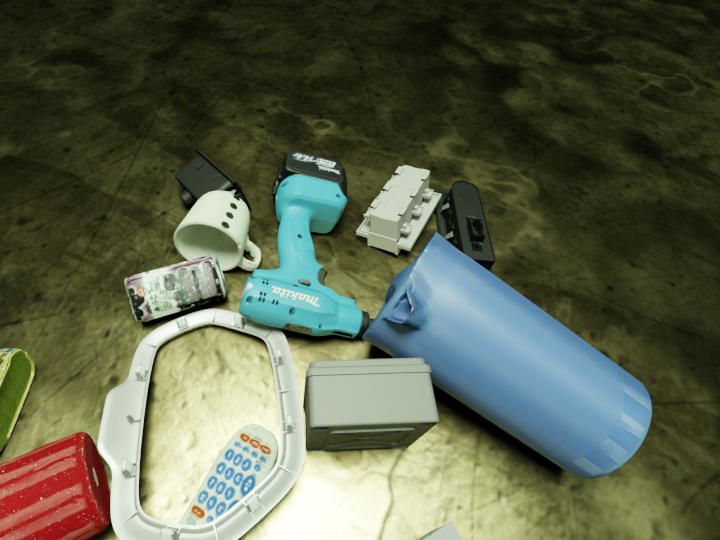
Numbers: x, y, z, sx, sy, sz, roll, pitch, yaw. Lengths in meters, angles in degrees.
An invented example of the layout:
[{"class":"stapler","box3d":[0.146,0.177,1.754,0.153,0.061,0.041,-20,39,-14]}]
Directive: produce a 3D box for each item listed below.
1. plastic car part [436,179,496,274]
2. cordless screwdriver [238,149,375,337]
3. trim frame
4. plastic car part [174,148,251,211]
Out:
[{"class":"plastic car part","box3d":[0.145,-0.052,0.580,0.067,0.065,0.209,-1,49,1]},{"class":"cordless screwdriver","box3d":[-0.053,-0.035,0.541,0.156,0.074,0.255,14,52,-13]},{"class":"trim frame","box3d":[-0.151,0.130,0.410,0.182,0.026,0.260,-10,45,-8]},{"class":"plastic car part","box3d":[-0.224,-0.117,0.610,0.122,0.063,0.070,37,71,27]}]
